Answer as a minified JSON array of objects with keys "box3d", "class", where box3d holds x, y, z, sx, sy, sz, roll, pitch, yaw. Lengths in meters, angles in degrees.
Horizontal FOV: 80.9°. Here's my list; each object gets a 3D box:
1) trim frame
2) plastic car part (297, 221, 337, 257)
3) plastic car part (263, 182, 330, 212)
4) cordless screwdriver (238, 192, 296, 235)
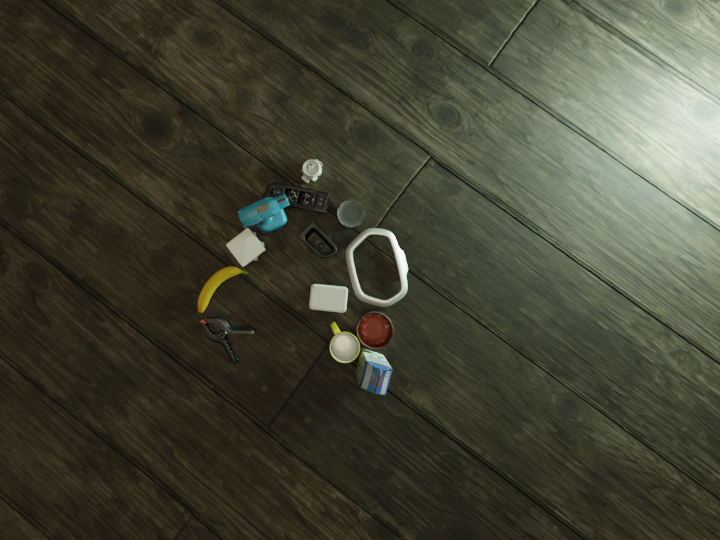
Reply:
[{"box3d":[0.054,-0.009,1.313,0.184,0.027,0.250,-15,86,1],"class":"trim frame"},{"box3d":[-0.127,-0.083,1.301,0.117,0.071,0.066,44,88,2],"class":"plastic car part"},{"box3d":[-0.198,-0.226,1.314,0.204,0.067,0.066,13,88,2],"class":"plastic car part"},{"box3d":[-0.252,-0.168,1.222,0.159,0.248,0.074,-24,91,-2],"class":"cordless screwdriver"}]
